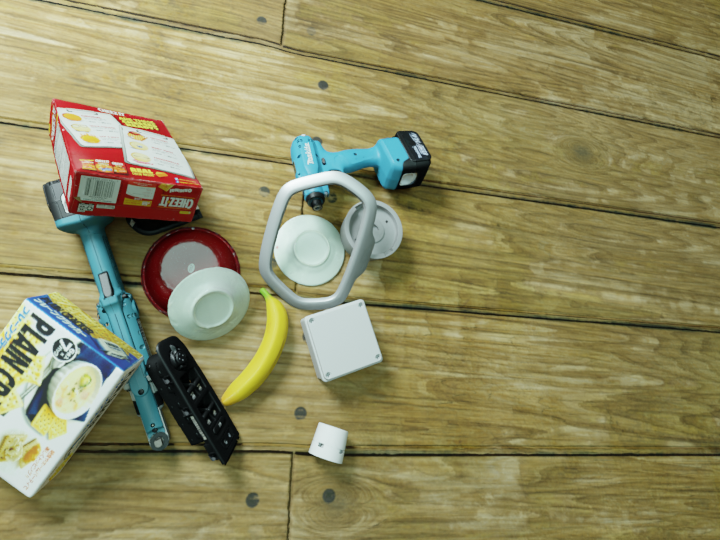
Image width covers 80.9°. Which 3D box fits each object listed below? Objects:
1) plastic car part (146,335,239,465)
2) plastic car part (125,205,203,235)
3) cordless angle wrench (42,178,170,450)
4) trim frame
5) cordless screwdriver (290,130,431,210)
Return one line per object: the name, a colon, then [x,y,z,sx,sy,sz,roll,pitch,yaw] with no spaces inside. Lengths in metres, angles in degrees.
plastic car part: [-0.255,0.190,0.630,0.068,0.066,0.199,-19,101,19]
plastic car part: [-0.328,-0.104,0.695,0.114,0.071,0.067,-26,83,-22]
cordless angle wrench: [-0.367,0.063,0.640,0.073,0.099,0.425,-19,86,-20]
trim frame: [-0.069,-0.045,0.707,0.182,0.028,0.246,16,105,-5]
cordless screwdriver: [0.004,-0.181,0.771,0.244,0.073,0.165,-6,57,-13]
